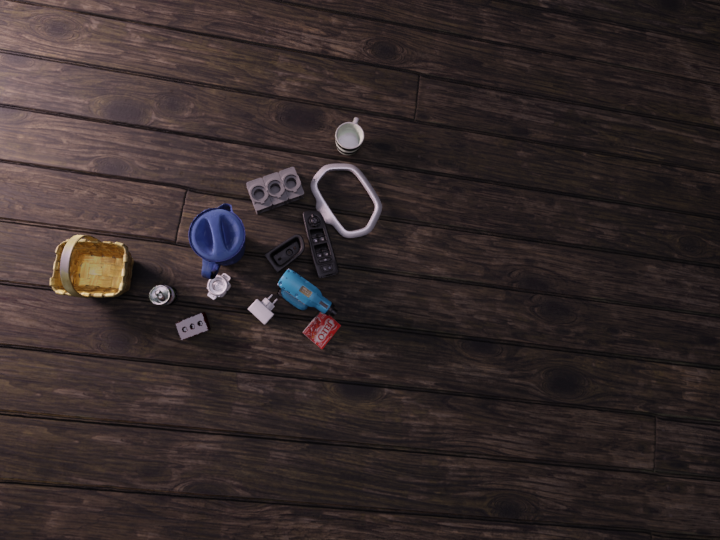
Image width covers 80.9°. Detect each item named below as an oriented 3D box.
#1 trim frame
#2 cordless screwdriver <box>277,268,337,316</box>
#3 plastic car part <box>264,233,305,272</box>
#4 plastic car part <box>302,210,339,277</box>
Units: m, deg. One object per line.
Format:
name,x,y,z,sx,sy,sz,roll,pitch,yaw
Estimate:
trim frame,-0.045,-0.216,1.289,0.182,0.027,0.250,-33,86,-10
cordless screwdriver,-0.145,0.068,1.121,0.158,0.250,0.074,36,79,-5
plastic car part,-0.212,-0.051,1.222,0.115,0.071,0.066,-37,90,-11
plastic car part,-0.121,-0.079,1.239,0.065,0.067,0.205,-14,84,-11
